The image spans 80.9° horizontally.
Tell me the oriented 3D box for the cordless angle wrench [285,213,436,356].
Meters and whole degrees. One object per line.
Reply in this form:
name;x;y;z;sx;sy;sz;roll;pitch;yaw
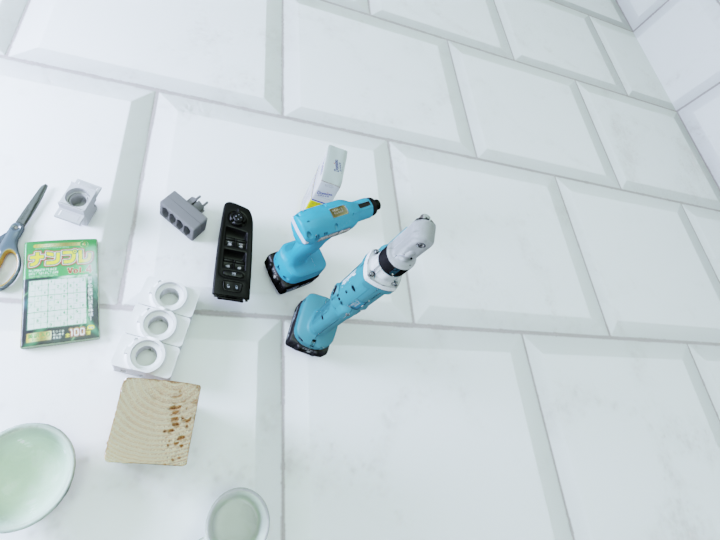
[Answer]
cordless angle wrench;-0.014;0.037;0.629;0.072;0.426;0.099;23;60;-15

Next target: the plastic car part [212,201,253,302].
plastic car part;-0.238;-0.033;0.790;0.064;0.067;0.208;8;62;-21

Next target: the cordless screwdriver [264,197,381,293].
cordless screwdriver;-0.074;-0.048;0.754;0.154;0.251;0.076;-22;78;-31
